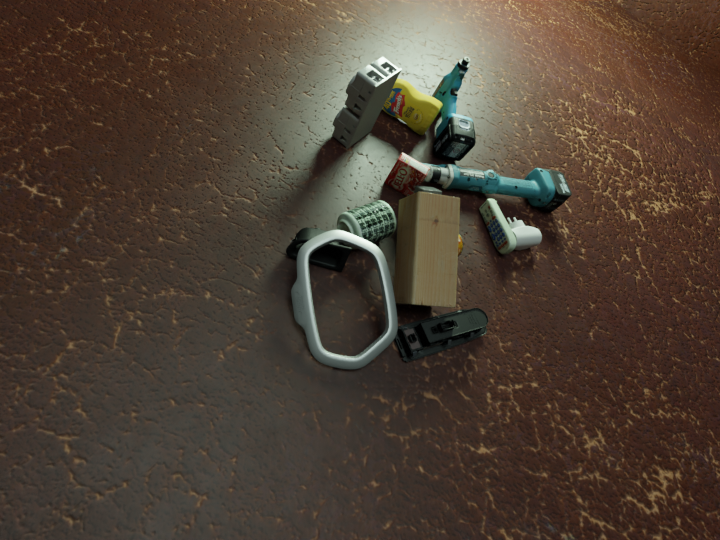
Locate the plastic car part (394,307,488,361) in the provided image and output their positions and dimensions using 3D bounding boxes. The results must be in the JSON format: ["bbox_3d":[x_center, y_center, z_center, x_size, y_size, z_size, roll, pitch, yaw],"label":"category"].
[{"bbox_3d":[0.163,0.109,0.801,0.196,0.066,0.069,-9,58,-27],"label":"plastic car part"}]

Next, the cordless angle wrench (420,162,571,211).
[{"bbox_3d":[0.310,-0.221,1.049,0.414,0.074,0.101,5,59,-13],"label":"cordless angle wrench"}]

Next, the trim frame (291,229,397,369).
[{"bbox_3d":[-0.029,0.048,0.753,0.181,0.028,0.252,-8,80,-12],"label":"trim frame"}]

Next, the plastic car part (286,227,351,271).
[{"bbox_3d":[-0.081,-0.053,0.826,0.115,0.065,0.072,16,41,-6],"label":"plastic car part"}]

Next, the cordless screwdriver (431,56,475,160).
[{"bbox_3d":[0.245,-0.418,1.094,0.072,0.159,0.255,10,59,-17],"label":"cordless screwdriver"}]
